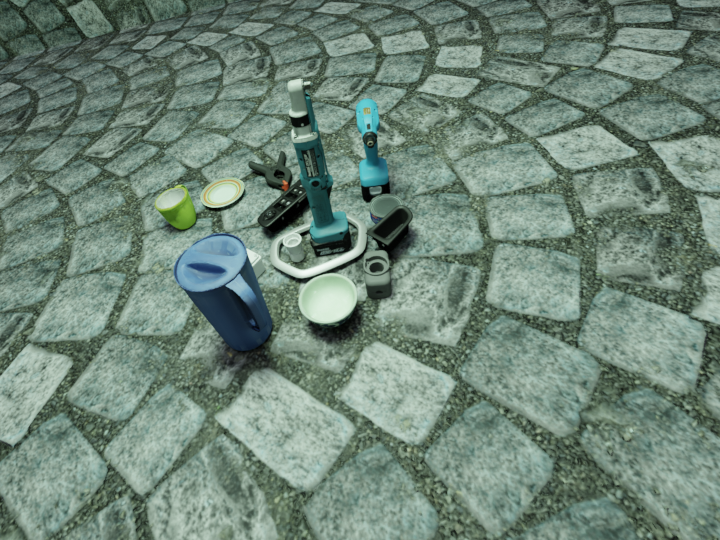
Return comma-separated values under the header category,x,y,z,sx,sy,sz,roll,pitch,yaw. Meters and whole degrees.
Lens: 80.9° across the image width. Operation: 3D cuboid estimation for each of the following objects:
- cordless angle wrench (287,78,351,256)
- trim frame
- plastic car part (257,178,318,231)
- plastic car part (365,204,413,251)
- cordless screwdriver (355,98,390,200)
category,x,y,z,sx,sy,sz,roll,pitch,yaw
cordless angle wrench,-0.093,-0.197,0.885,0.098,0.405,0.077,-9,49,1
trim frame,-0.100,-0.066,1.027,0.246,0.026,0.194,-25,49,-9
plastic car part,-0.187,-0.172,1.113,0.070,0.064,0.201,31,62,31
plastic car part,0.077,-0.088,0.978,0.069,0.068,0.115,32,63,32
cordless screwdriver,0.029,-0.272,1.033,0.075,0.238,0.164,-6,49,4
